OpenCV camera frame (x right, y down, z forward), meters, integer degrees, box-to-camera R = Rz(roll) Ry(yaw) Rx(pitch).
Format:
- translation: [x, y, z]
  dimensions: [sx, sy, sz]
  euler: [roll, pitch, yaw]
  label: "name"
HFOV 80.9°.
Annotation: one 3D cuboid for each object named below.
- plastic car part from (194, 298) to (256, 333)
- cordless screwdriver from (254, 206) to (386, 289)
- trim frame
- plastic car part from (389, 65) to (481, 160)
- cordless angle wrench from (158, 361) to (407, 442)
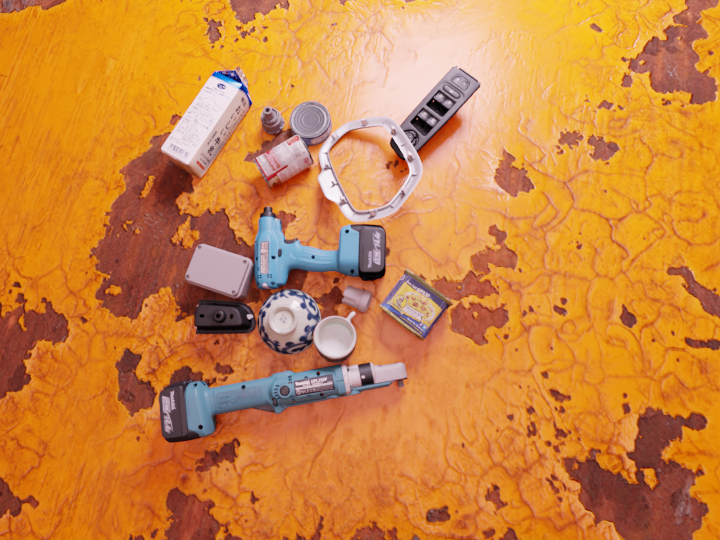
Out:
- translation: [-0.257, 0.085, 0.777]
  dimensions: [0.118, 0.069, 0.067]
  euler: [0, 80, 8]
  label: "plastic car part"
- translation: [-0.077, -0.050, 0.789]
  dimensions: [0.252, 0.072, 0.161]
  euler: [-4, 77, 9]
  label: "cordless screwdriver"
- translation: [0.008, -0.199, 0.795]
  dimensions: [0.186, 0.026, 0.259]
  euler: [-29, 59, 12]
  label: "trim frame"
- translation: [0.135, -0.297, 0.823]
  dimensions: [0.067, 0.066, 0.203]
  euler: [43, 89, 3]
  label: "plastic car part"
- translation: [-0.130, 0.210, 0.737]
  dimensions: [0.424, 0.073, 0.100]
  euler: [-11, 78, 1]
  label: "cordless angle wrench"
